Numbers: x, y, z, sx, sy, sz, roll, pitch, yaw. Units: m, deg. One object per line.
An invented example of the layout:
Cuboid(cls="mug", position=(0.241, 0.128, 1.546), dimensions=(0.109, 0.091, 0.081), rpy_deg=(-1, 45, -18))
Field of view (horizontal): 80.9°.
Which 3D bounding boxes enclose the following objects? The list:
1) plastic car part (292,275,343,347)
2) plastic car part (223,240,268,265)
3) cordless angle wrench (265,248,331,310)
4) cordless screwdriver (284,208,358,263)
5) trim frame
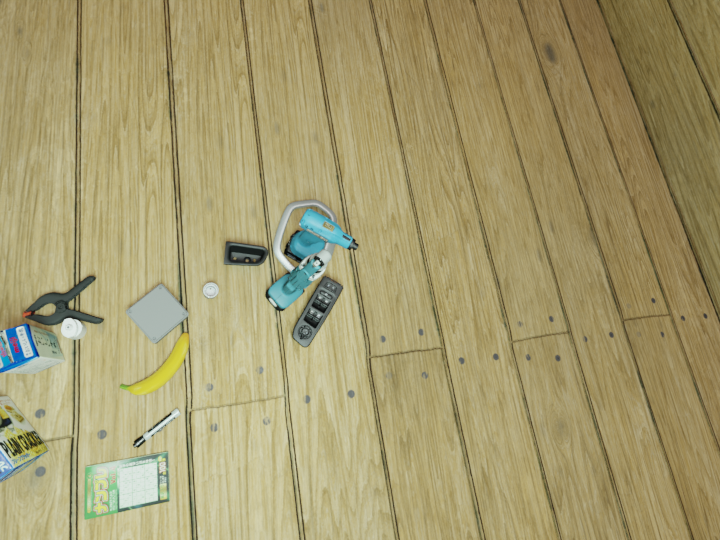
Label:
Cuboid(cls="plastic car part", position=(-0.127, 0.117, 1.181), dimensions=(0.065, 0.068, 0.203), rpy_deg=(32, 67, -9))
Cuboid(cls="plastic car part", position=(-0.318, -0.036, 1.168), dimensions=(0.113, 0.072, 0.067), rpy_deg=(6, 73, -17))
Cuboid(cls="cordless angle wrench", position=(-0.144, 0.018, 1.011), dimensions=(0.097, 0.428, 0.074), rpy_deg=(-42, 94, -25))
Cuboid(cls="cordless screwdriver", position=(-0.112, -0.073, 1.145), dimensions=(0.157, 0.252, 0.075), rpy_deg=(31, 68, -10))
Cuboid(cls="trim frame", position=(-0.159, -0.099, 1.261), dimensions=(0.180, 0.028, 0.251), rpy_deg=(18, 69, -11))
